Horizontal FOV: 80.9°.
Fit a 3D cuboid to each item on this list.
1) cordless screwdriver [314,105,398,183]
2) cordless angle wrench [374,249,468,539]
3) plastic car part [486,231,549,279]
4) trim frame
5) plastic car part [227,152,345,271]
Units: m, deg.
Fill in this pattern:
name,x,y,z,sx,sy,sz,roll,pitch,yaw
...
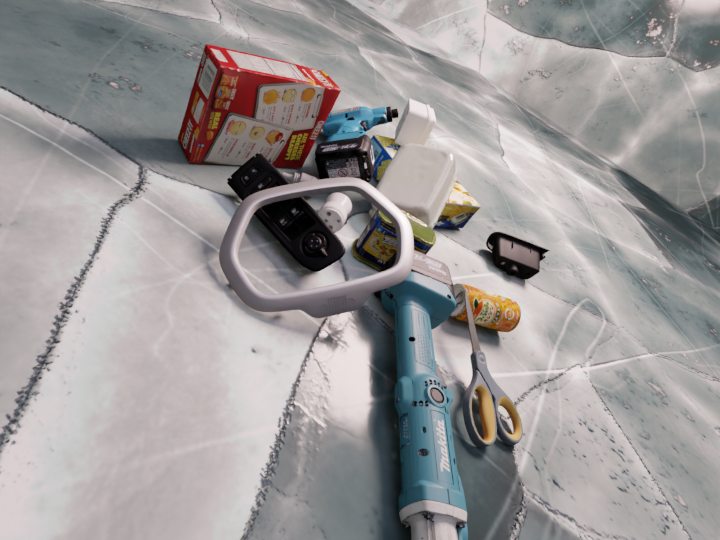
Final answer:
name,x,y,z,sx,sy,sz,roll,pitch,yaw
cordless screwdriver,-0.003,-0.250,0.804,0.162,0.071,0.255,-8,39,9
cordless angle wrench,0.069,0.146,0.457,0.095,0.074,0.434,20,40,-16
plastic car part,0.299,-0.020,0.820,0.114,0.066,0.072,19,53,-12
trim frame,-0.052,-0.034,0.532,0.244,0.027,0.190,-12,66,-13
plastic car part,-0.103,-0.073,0.596,0.066,0.065,0.211,-39,67,-11
